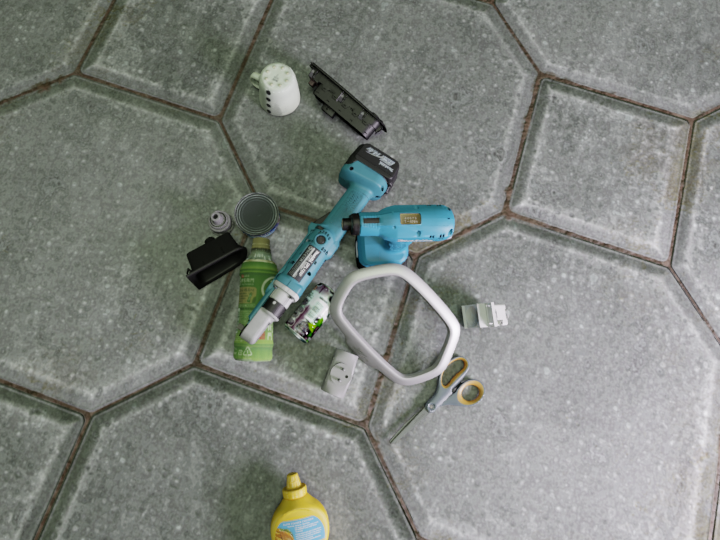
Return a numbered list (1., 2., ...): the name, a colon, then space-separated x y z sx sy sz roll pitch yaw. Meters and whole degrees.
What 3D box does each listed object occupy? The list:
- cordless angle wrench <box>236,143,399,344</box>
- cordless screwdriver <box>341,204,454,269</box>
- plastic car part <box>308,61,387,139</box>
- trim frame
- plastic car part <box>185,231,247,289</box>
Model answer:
1. cordless angle wrench: -0.074 -0.049 0.760 0.099 0.074 0.422 33 71 4
2. cordless screwdriver: 0.033 -0.052 0.703 0.157 0.249 0.075 -1 81 -10
3. plastic car part: -0.034 -0.336 0.861 0.206 0.065 0.067 38 89 7
4. trim frame: 0.059 0.097 0.749 0.185 0.028 0.245 -43 98 11
5. plastic car part: -0.277 -0.028 0.796 0.115 0.064 0.074 -34 69 -11
